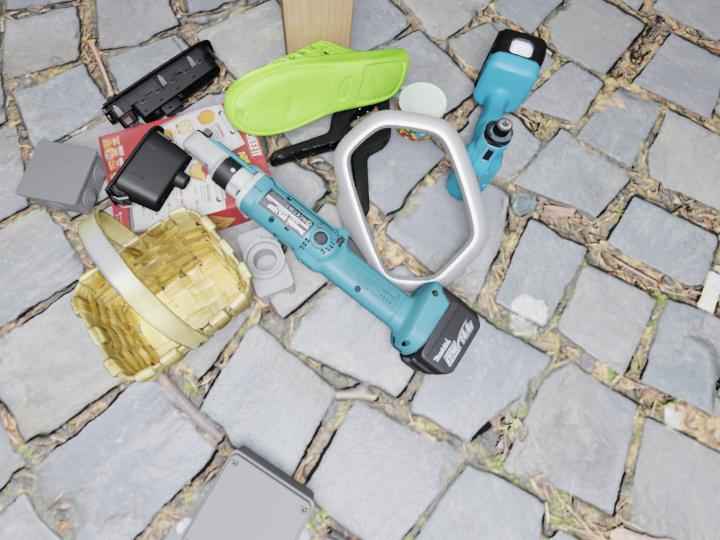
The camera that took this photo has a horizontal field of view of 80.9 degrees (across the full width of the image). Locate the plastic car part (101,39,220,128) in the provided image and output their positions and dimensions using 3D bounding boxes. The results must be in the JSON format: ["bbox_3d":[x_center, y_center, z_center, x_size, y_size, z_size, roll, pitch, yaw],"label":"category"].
[{"bbox_3d":[-0.297,-0.284,0.658,0.067,0.066,0.202,43,77,0],"label":"plastic car part"}]

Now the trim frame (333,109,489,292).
[{"bbox_3d":[0.060,-0.089,0.558,0.187,0.027,0.245,-19,97,14],"label":"trim frame"}]

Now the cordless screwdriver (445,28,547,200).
[{"bbox_3d":[0.193,-0.231,0.586,0.075,0.157,0.250,22,72,2],"label":"cordless screwdriver"}]

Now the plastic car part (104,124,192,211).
[{"bbox_3d":[-0.256,-0.122,0.535,0.070,0.067,0.117,32,72,-11],"label":"plastic car part"}]

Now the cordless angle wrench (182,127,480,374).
[{"bbox_3d":[-0.051,-0.034,0.525,0.424,0.074,0.097,38,72,1],"label":"cordless angle wrench"}]
